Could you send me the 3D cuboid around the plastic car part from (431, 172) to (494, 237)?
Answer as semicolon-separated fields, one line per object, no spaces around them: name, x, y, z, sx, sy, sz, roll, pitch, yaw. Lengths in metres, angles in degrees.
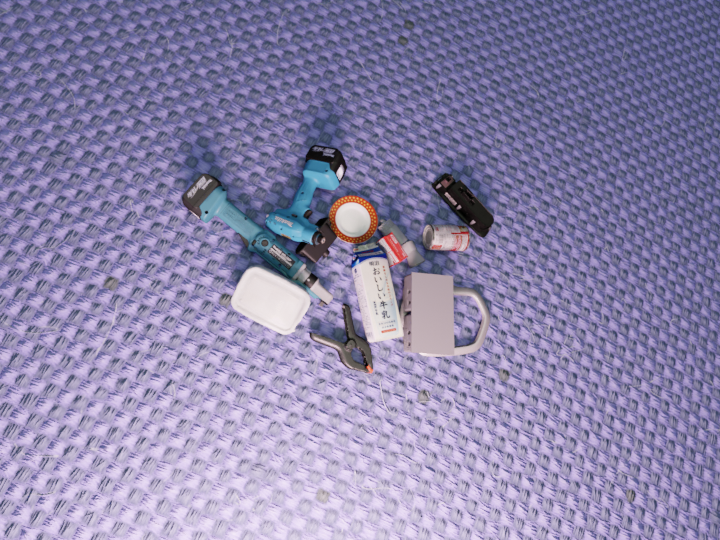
plastic car part;0.290;-0.182;1.145;0.065;0.068;0.203;-39;89;-25

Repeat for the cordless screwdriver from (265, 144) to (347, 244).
cordless screwdriver;-0.108;-0.181;1.030;0.167;0.071;0.249;21;73;25

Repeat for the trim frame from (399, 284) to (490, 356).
trim frame;0.215;0.122;1.073;0.245;0.027;0.187;-4;78;-10

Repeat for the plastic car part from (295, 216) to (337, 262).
plastic car part;-0.102;-0.067;1.045;0.069;0.068;0.116;39;75;-18

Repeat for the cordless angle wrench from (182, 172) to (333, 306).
cordless angle wrench;-0.232;-0.062;1.010;0.420;0.075;0.098;40;79;-3
